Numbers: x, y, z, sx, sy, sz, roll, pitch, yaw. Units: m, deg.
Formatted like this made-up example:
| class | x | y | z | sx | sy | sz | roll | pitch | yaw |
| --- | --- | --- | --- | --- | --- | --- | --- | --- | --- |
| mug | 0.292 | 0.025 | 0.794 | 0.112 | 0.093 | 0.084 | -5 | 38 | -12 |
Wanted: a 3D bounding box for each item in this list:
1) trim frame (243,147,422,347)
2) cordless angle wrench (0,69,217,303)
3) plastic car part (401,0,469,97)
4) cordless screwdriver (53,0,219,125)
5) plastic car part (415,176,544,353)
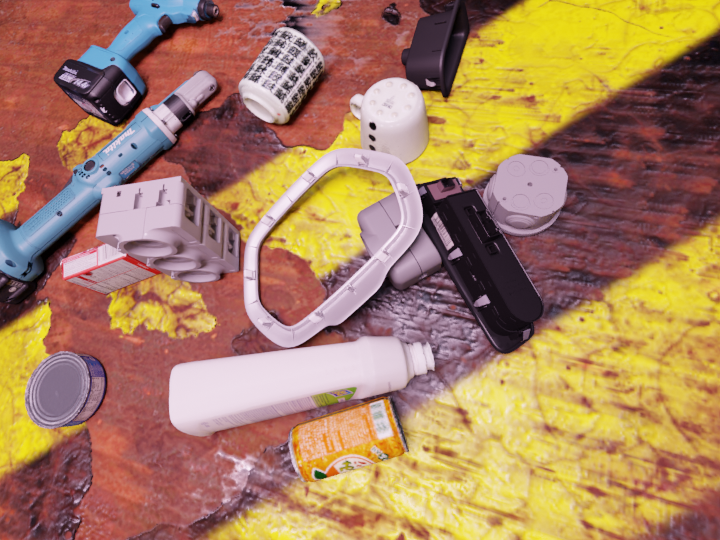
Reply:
| class | x | y | z | sx | sy | sz | roll | pitch | yaw |
| --- | --- | --- | --- | --- | --- | --- | --- | --- | --- |
| trim frame | -0.046 | -0.030 | 0.466 | 0.250 | 0.026 | 0.193 | -42 | 58 | 14 |
| cordless angle wrench | -0.361 | -0.132 | 0.588 | 0.421 | 0.072 | 0.102 | -45 | 70 | -7 |
| plastic car part | 0.091 | -0.284 | 0.546 | 0.074 | 0.062 | 0.117 | 15 | 79 | 30 |
| cordless screwdriver | -0.335 | -0.342 | 0.651 | 0.165 | 0.072 | 0.250 | 20 | 73 | 17 |
| plastic car part | 0.126 | -0.019 | 0.439 | 0.064 | 0.067 | 0.208 | -13 | 71 | -26 |
